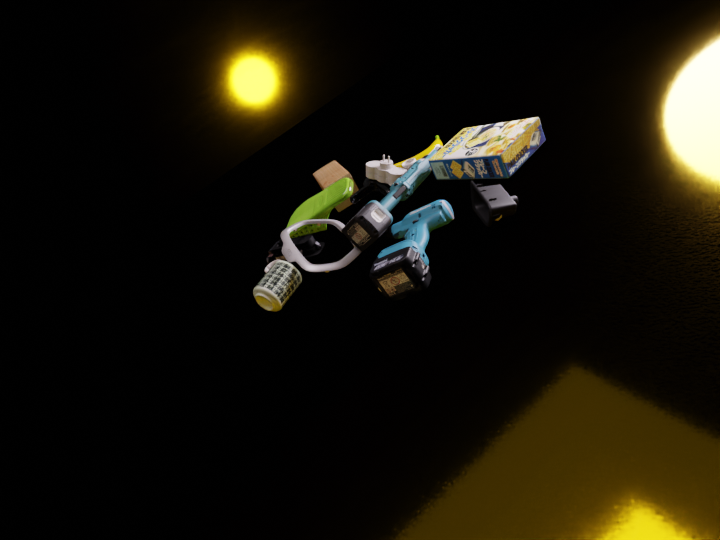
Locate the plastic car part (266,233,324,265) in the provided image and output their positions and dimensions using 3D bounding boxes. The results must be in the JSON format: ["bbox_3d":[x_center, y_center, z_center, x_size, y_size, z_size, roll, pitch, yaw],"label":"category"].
[{"bbox_3d":[-0.185,-0.062,1.161,0.212,0.065,0.066,-5,30,37],"label":"plastic car part"}]

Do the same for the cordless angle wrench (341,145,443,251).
[{"bbox_3d":[0.107,-0.208,1.074,0.419,0.074,0.099,-49,4,-35],"label":"cordless angle wrench"}]

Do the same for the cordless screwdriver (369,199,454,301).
[{"bbox_3d":[0.087,-0.044,0.848,0.164,0.072,0.248,-22,25,38],"label":"cordless screwdriver"}]

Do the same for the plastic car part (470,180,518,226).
[{"bbox_3d":[0.266,-0.132,0.826,0.071,0.063,0.120,-15,32,2],"label":"plastic car part"}]

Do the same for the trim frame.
[{"bbox_3d":[-0.102,-0.067,1.046,0.180,0.026,0.262,-19,39,-19],"label":"trim frame"}]
